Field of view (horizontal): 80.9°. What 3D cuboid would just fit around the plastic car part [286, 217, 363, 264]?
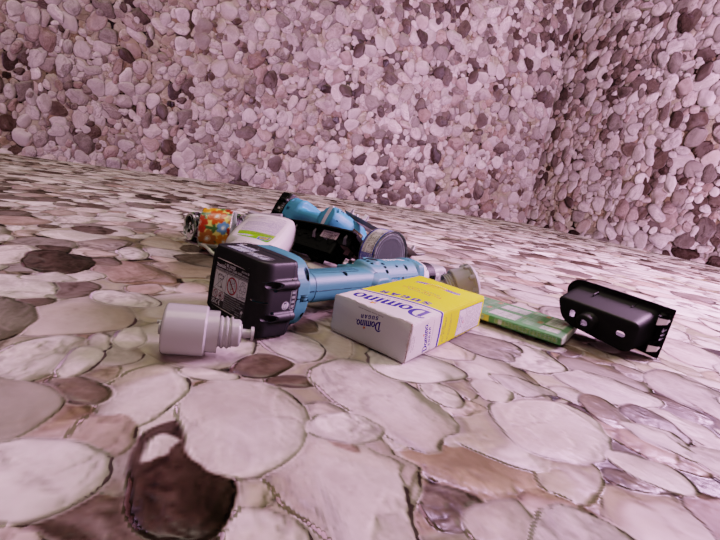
[{"bbox_3d":[-0.075,-0.049,0.765,0.215,0.067,0.062,23,-12,45],"label":"plastic car part"}]

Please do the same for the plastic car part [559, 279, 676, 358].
[{"bbox_3d":[0.299,0.059,0.520,0.068,0.065,0.123,-13,28,-38],"label":"plastic car part"}]

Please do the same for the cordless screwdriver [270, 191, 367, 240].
[{"bbox_3d":[-0.079,-0.092,0.906,0.150,0.074,0.263,35,-9,-40],"label":"cordless screwdriver"}]

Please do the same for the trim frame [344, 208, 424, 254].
[{"bbox_3d":[0.051,-0.076,0.894,0.188,0.027,0.244,33,1,8],"label":"trim frame"}]

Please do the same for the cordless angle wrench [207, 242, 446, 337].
[{"bbox_3d":[0.006,0.011,0.553,0.103,0.074,0.403,19,13,38],"label":"cordless angle wrench"}]
